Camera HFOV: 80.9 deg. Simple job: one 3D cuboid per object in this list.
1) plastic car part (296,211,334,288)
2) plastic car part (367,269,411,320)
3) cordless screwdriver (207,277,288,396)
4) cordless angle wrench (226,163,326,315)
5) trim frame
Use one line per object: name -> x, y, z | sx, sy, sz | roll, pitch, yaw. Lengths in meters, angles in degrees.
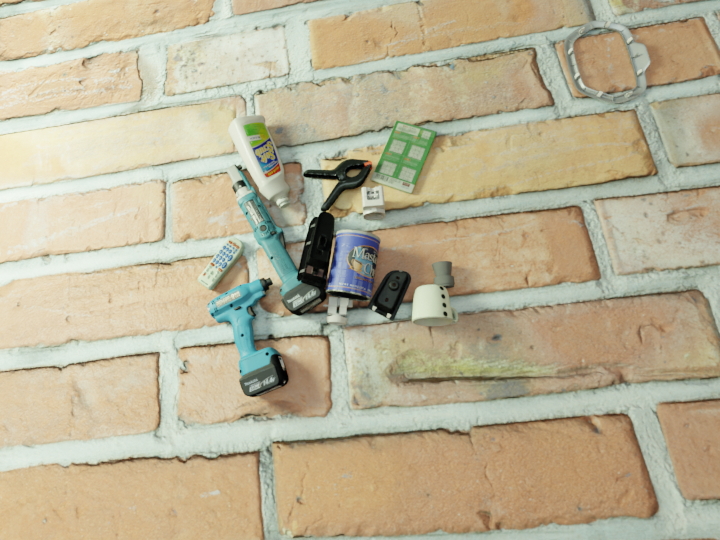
plastic car part -> -0.094, -0.061, 0.960 | 0.066, 0.066, 0.208 | 11, 48, -6
plastic car part -> 0.070, 0.044, 0.942 | 0.067, 0.069, 0.116 | 27, 82, 9
cordless screwdriver -> -0.232, 0.144, 0.951 | 0.159, 0.072, 0.257 | -28, 69, -2
cordless angle wrench -> -0.225, -0.093, 1.020 | 0.098, 0.072, 0.437 | -32, 71, -4
trim frame -> 0.617, -0.528, 1.058 | 0.186, 0.027, 0.253 | -5, 72, 5
